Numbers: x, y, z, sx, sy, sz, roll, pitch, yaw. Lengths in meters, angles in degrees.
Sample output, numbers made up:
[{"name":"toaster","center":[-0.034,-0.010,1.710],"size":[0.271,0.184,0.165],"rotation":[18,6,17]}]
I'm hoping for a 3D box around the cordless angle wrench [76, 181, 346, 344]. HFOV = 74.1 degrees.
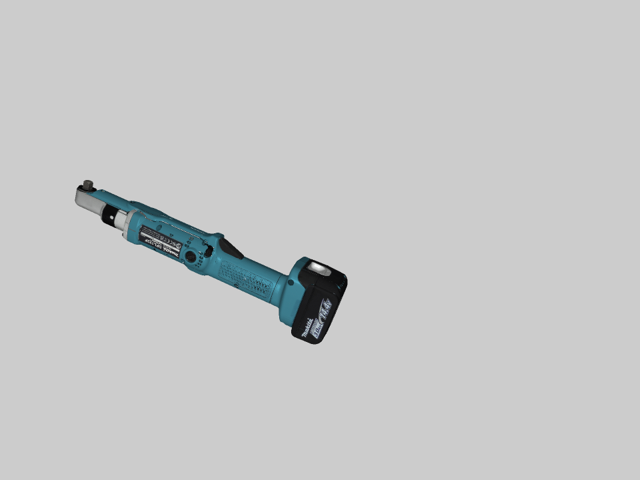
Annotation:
[{"name":"cordless angle wrench","center":[-0.171,0.016,0.611],"size":[0.423,0.098,0.074],"rotation":[23,19,7]}]
